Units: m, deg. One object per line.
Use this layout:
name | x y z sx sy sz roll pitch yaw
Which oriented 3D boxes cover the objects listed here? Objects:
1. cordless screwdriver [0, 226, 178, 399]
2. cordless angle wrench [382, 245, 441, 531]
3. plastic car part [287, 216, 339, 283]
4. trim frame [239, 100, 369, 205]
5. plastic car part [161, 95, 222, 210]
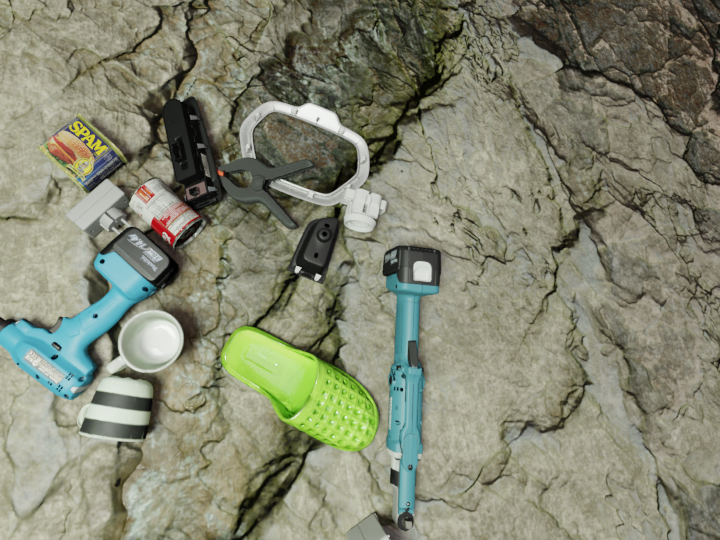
cordless screwdriver | -0.402 0.042 0.625 0.159 0.074 0.248 36 76 -1
cordless angle wrench | 0.074 0.175 0.675 0.073 0.099 0.427 6 79 -13
plastic car part | -0.069 -0.045 0.710 0.065 0.071 0.117 22 76 -9
trim frame | -0.100 -0.220 0.774 0.247 0.027 0.185 21 72 -3
plastic car part | -0.293 -0.205 0.710 0.068 0.064 0.207 -21 74 21
